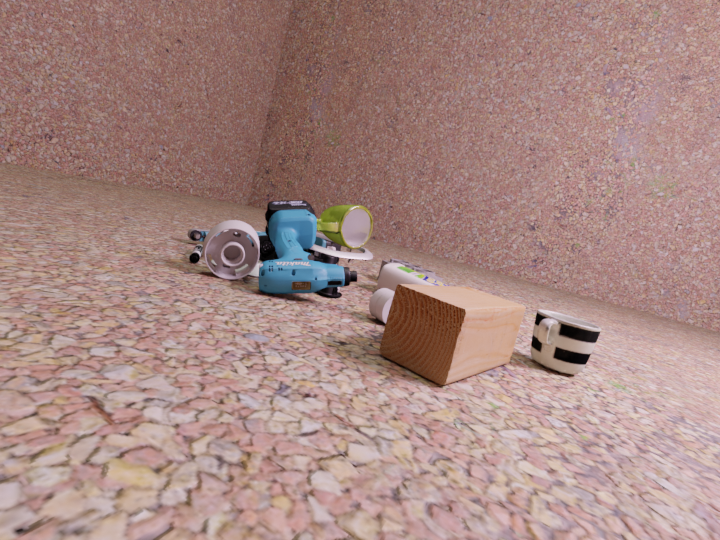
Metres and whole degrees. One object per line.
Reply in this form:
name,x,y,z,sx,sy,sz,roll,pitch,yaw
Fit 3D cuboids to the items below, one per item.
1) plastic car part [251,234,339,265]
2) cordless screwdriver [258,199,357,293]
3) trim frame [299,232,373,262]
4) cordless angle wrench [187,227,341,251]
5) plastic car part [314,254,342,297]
plastic car part,-0.153,-0.034,0.973,0.201,0.067,0.067,14,-8,-4
cordless screwdriver,-0.101,-0.045,0.766,0.157,0.072,0.258,-2,33,-9
trim frame,-0.091,-0.060,0.931,0.259,0.027,0.179,16,14,21
cordless angle wrench,-0.238,-0.073,1.095,0.402,0.074,0.103,4,11,-38
plastic car part,-0.071,0.004,0.807,0.063,0.071,0.123,10,5,-37
